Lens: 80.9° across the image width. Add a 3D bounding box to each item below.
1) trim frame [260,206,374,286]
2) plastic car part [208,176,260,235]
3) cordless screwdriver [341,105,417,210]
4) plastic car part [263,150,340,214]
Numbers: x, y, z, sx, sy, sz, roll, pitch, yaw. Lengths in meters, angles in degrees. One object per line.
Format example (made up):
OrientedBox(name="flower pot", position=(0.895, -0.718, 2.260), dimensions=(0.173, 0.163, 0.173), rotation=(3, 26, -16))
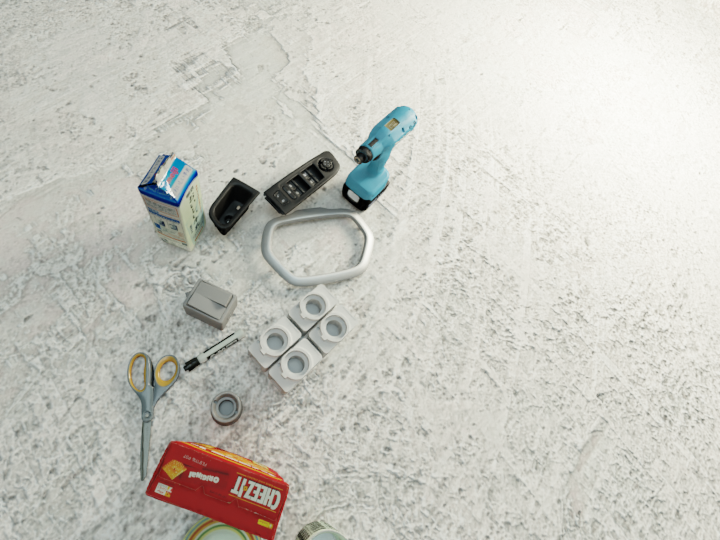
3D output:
OrientedBox(name="trim frame", position=(-0.088, -0.057, 0.896), dimensions=(0.243, 0.027, 0.190), rotation=(-12, 67, -15))
OrientedBox(name="plastic car part", position=(-0.267, -0.122, 0.871), dimensions=(0.066, 0.070, 0.117), rotation=(29, 63, 1))
OrientedBox(name="cordless screwdriver", position=(0.019, -0.209, 0.864), dimensions=(0.075, 0.247, 0.158), rotation=(41, 64, 5))
OrientedBox(name="plastic car part", position=(-0.123, -0.188, 0.930), dimensions=(0.067, 0.066, 0.201), rotation=(42, 65, 7))
